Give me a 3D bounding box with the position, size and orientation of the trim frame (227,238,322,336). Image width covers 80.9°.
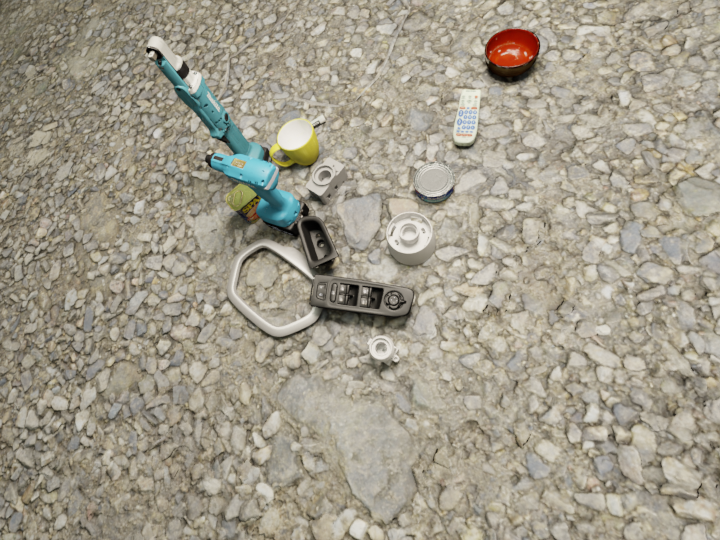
[{"bbox_3d":[-0.186,0.033,0.928,0.260,0.026,0.184,33,82,25],"label":"trim frame"}]

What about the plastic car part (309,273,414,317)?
[{"bbox_3d":[0.004,0.056,0.841,0.209,0.064,0.067,6,72,18],"label":"plastic car part"}]

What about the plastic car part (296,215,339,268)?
[{"bbox_3d":[-0.089,-0.058,0.910,0.066,0.068,0.121,-24,66,5],"label":"plastic car part"}]

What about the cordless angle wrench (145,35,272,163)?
[{"bbox_3d":[-0.304,-0.318,0.886,0.076,0.406,0.099,5,73,14],"label":"cordless angle wrench"}]

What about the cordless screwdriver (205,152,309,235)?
[{"bbox_3d":[-0.212,-0.165,0.893,0.165,0.238,0.074,21,77,19],"label":"cordless screwdriver"}]
